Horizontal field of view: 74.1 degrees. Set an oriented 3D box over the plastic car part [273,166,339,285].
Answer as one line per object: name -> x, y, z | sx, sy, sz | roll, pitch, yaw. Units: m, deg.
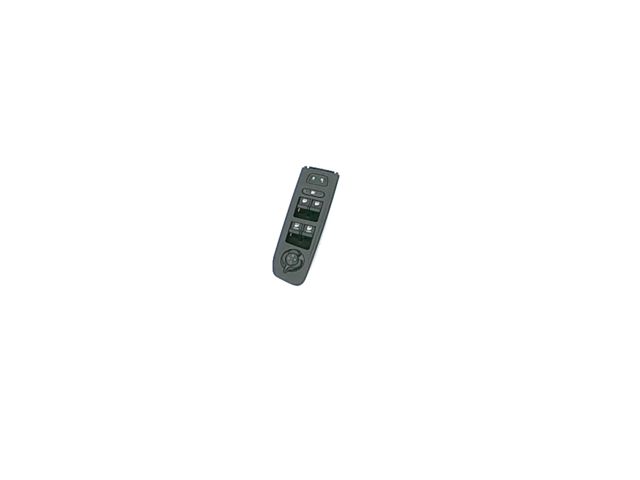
plastic car part -> -0.028, -0.020, 0.707 | 0.066, 0.202, 0.067 | 16, -21, 2
